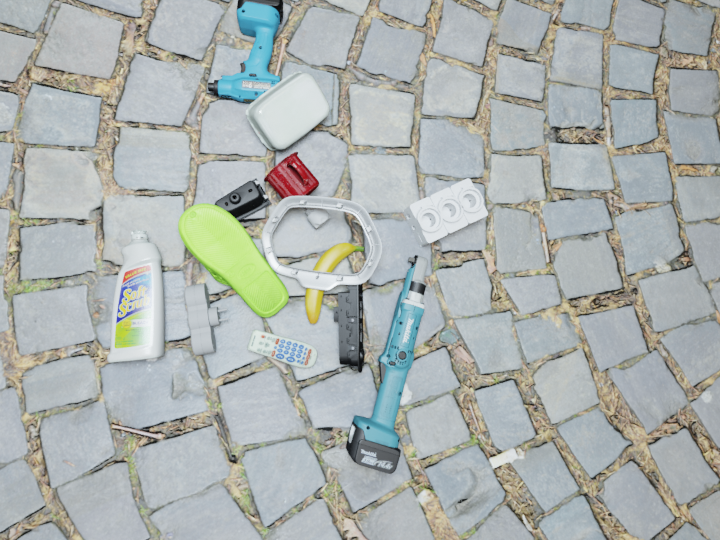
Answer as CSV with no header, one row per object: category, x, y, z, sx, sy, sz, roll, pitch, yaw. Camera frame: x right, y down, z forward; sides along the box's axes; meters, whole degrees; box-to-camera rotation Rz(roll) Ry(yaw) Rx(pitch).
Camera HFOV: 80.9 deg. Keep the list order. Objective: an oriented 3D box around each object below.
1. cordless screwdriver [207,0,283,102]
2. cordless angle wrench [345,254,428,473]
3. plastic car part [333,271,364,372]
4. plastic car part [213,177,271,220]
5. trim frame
cordless screwdriver,-0.246,-0.491,0.924,0.158,0.075,0.250,2,85,-6
cordless angle wrench,0.075,0.171,0.856,0.097,0.074,0.425,17,78,-5
plastic car part,-0.021,0.106,0.859,0.067,0.065,0.205,-5,82,1
plastic car part,-0.249,-0.145,0.872,0.115,0.071,0.066,-31,87,-13
trim frame,-0.082,-0.053,0.836,0.254,0.027,0.182,8,103,13
